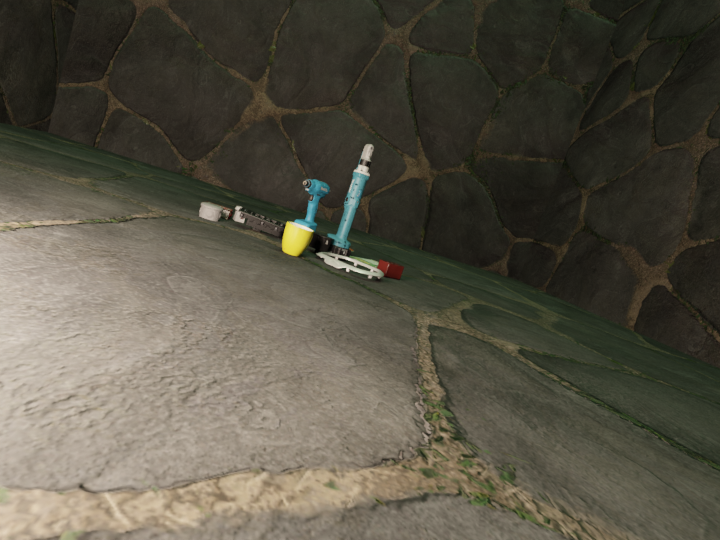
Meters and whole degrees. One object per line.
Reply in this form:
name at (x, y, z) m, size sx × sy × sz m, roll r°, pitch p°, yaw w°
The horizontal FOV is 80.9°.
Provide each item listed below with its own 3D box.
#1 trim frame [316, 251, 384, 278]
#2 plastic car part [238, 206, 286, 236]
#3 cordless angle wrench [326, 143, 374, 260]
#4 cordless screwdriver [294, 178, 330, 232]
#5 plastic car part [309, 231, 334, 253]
trim frame at (-0.034, -0.018, 1.382) m, size 0.263 × 0.027 × 0.175 m, roll 25°, pitch 11°, yaw 38°
plastic car part at (-0.357, -0.172, 1.565) m, size 0.200 × 0.067 × 0.067 m, roll 17°, pitch 8°, yaw -7°
cordless angle wrench at (-0.030, -0.248, 1.519) m, size 0.071 × 0.421 × 0.103 m, roll 14°, pitch 9°, yaw -35°
cordless screwdriver at (-0.202, -0.227, 1.618) m, size 0.078 × 0.248 × 0.153 m, roll 22°, pitch 8°, yaw 23°
plastic car part at (-0.147, -0.096, 1.500) m, size 0.063 × 0.070 × 0.123 m, roll 13°, pitch 10°, yaw -34°
